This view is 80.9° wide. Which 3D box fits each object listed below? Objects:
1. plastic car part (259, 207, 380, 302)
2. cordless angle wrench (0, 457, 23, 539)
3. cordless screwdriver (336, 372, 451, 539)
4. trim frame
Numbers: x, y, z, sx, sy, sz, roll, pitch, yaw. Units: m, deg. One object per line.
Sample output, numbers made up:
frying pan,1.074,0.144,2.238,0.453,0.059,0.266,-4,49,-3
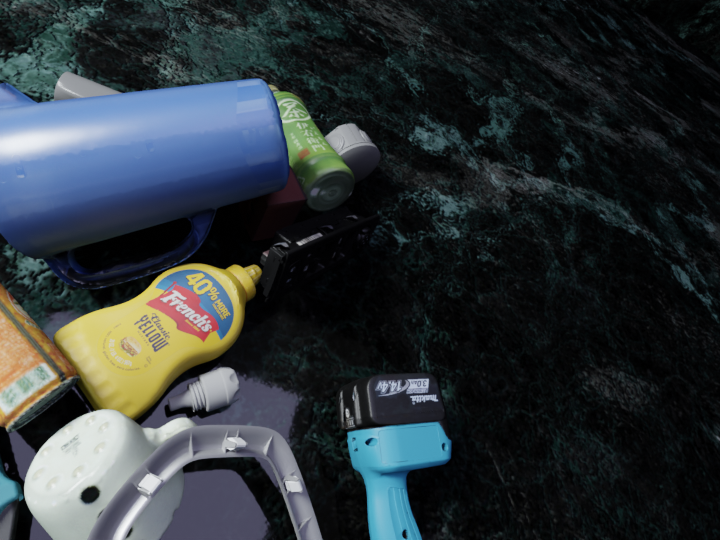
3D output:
plastic car part,-0.048,-0.032,0.493,0.070,0.065,0.196,32,33,25
cordless angle wrench,-0.272,0.149,0.283,0.095,0.074,0.437,-18,67,-34
cordless screwdriver,0.056,0.227,0.389,0.154,0.075,0.255,9,61,-22
trim frame,-0.088,0.231,0.289,0.178,0.028,0.248,-19,93,-50
